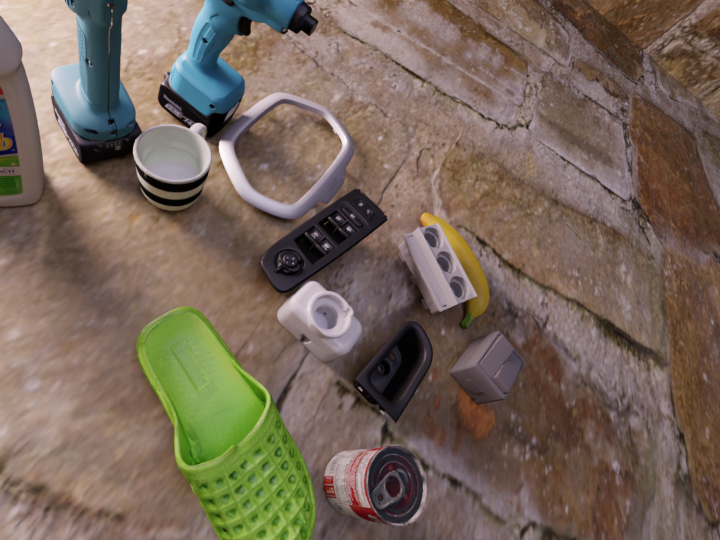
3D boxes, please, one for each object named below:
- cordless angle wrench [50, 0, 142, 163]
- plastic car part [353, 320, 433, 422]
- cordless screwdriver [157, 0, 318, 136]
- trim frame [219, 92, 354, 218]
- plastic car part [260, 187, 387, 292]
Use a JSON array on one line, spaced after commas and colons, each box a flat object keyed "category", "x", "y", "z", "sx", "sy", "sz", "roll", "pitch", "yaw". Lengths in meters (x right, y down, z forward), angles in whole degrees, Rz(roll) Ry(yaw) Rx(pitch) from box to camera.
[{"category": "cordless angle wrench", "x": -0.233, "y": -0.253, "z": 0.371, "sx": 0.072, "sy": 0.429, "sz": 0.099, "roll": -28, "pitch": 83, "yaw": -37}, {"category": "plastic car part", "x": 0.036, "y": 0.123, "z": 0.527, "sx": 0.066, "sy": 0.072, "sz": 0.115, "roll": 46, "pitch": 53, "yaw": -2}, {"category": "cordless screwdriver", "x": -0.162, "y": -0.266, "z": 0.525, "sx": 0.157, "sy": 0.252, "sz": 0.074, "roll": 36, "pitch": 54, "yaw": -10}, {"category": "trim frame", "x": -0.104, "y": -0.181, "z": 0.647, "sx": 0.182, "sy": 0.028, "sz": 0.248, "roll": 36, "pitch": 53, "yaw": -5}, {"category": "plastic car part", "x": -0.056, "y": -0.036, "z": 0.569, "sx": 0.067, "sy": 0.068, "sz": 0.199, "roll": 50, "pitch": 53, "yaw": 1}]
